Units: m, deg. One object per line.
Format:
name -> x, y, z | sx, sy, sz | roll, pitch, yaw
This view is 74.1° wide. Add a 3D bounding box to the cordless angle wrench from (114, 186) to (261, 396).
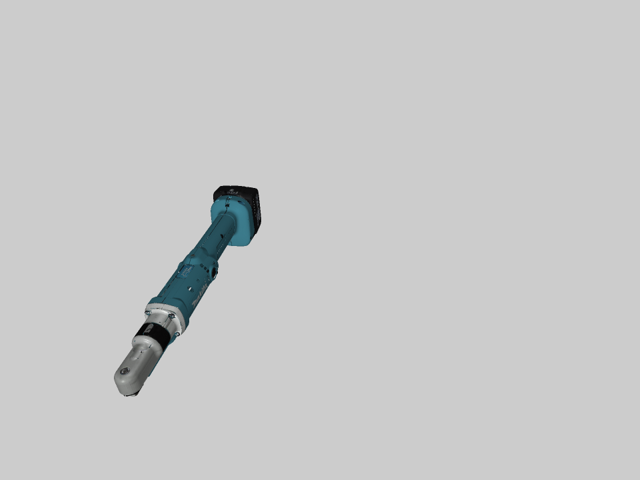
cordless angle wrench -> -0.186, 0.048, 0.643 | 0.074, 0.098, 0.421 | 5, 34, 8
